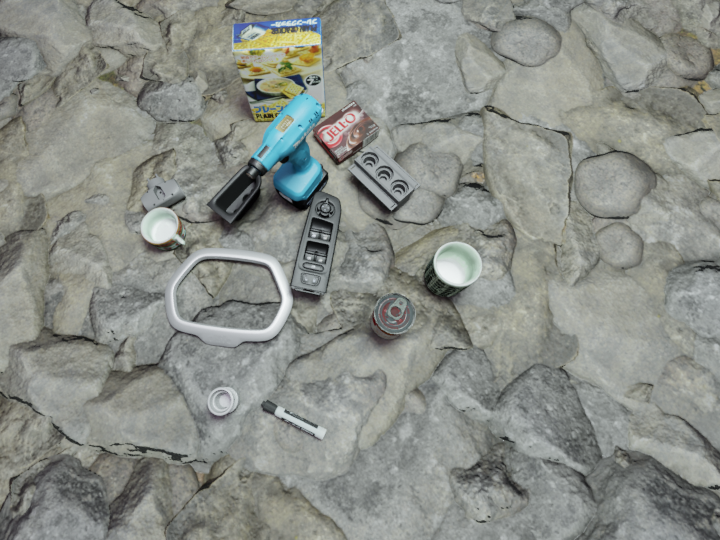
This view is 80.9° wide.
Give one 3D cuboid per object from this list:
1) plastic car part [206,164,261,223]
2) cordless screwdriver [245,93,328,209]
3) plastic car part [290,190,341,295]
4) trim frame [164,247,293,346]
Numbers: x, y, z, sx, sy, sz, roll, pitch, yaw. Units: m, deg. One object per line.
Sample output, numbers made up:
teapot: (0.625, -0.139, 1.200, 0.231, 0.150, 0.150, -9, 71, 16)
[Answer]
plastic car part: (-0.235, -0.144, 0.836, 0.067, 0.069, 0.116, 37, 77, 10)
cordless screwdriver: (-0.127, -0.181, 0.752, 0.076, 0.244, 0.159, 35, 77, 7)
plastic car part: (-0.078, -0.051, 0.802, 0.067, 0.066, 0.205, 9, 73, 3)
trim frame: (-0.250, 0.049, 0.799, 0.250, 0.027, 0.187, 5, 73, 4)
